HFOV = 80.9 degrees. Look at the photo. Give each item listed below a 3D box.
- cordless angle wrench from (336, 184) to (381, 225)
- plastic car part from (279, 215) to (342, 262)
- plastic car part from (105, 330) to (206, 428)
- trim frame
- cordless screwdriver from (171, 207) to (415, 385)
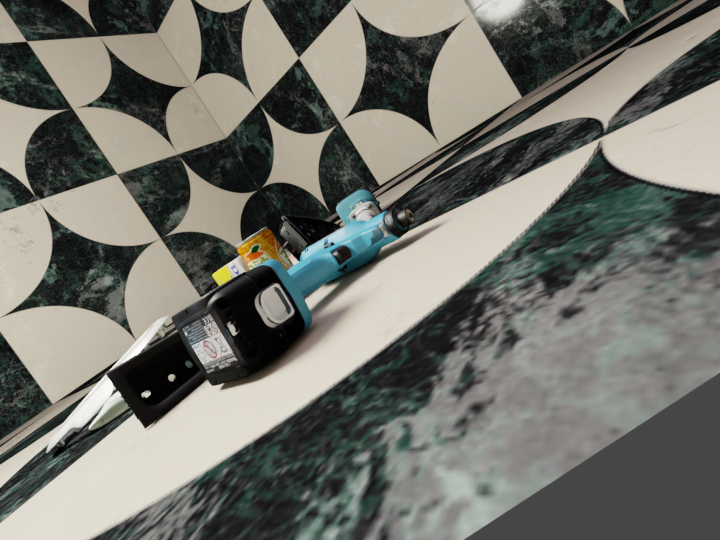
[{"bbox_3d":[0.004,-0.112,0.839,0.098,0.073,0.428,-33,12,5],"label":"cordless angle wrench"},{"bbox_3d":[-0.065,-0.042,0.661,0.067,0.068,0.197,-58,-14,18],"label":"plastic car part"},{"bbox_3d":[-0.205,0.111,0.458,0.114,0.067,0.071,-37,-7,-45],"label":"plastic car part"},{"bbox_3d":[-0.374,0.165,0.640,0.248,0.027,0.189,-47,16,-4],"label":"trim frame"},{"bbox_3d":[-0.050,0.006,0.422,0.163,0.074,0.243,-26,8,37],"label":"cordless screwdriver"}]
